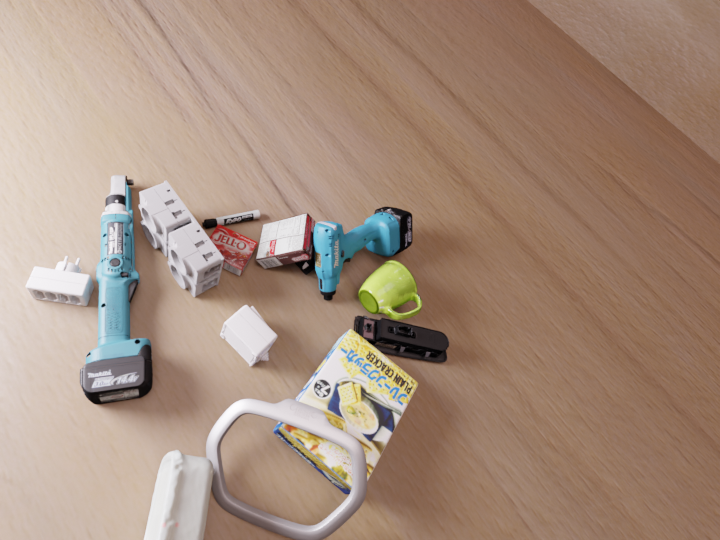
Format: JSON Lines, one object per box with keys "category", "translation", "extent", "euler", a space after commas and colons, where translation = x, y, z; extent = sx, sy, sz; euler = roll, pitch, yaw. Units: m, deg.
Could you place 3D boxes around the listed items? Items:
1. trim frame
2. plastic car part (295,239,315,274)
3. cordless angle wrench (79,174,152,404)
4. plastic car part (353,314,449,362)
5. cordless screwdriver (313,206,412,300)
{"category": "trim frame", "translation": [-0.111, 0.291, 0.629], "extent": [0.251, 0.027, 0.184], "euler": [18, 85, 6]}
{"category": "plastic car part", "translation": [-0.086, -0.056, 0.881], "extent": [0.067, 0.071, 0.114], "euler": [47, 58, 8]}
{"category": "cordless angle wrench", "translation": [-0.417, 0.001, 0.726], "extent": [0.095, 0.074, 0.439], "euler": [-4, 59, -24]}
{"category": "plastic car part", "translation": [0.090, 0.131, 0.838], "extent": [0.198, 0.067, 0.068], "euler": [16, 49, -14]}
{"category": "cordless screwdriver", "translation": [0.004, -0.043, 0.885], "extent": [0.240, 0.156, 0.079], "euler": [-21, 29, -40]}
